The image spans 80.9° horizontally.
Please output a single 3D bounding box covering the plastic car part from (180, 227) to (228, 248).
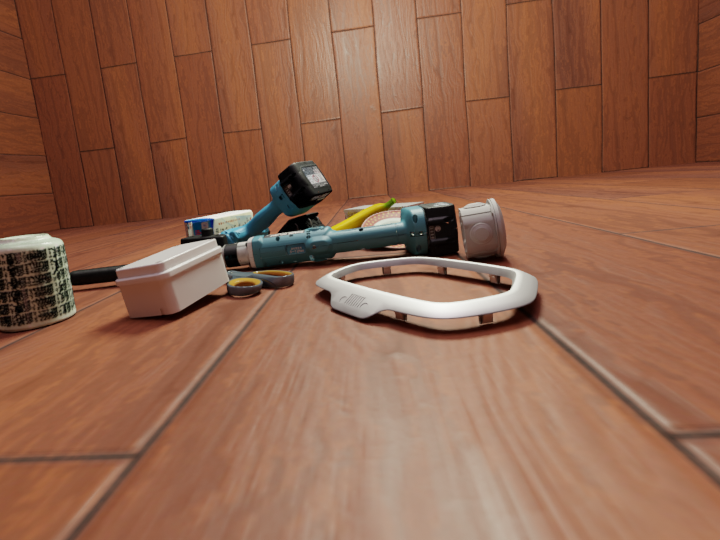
[{"bbox_3d":[-0.281,-0.042,0.770,0.120,0.070,0.065,-5,11,20],"label":"plastic car part"}]

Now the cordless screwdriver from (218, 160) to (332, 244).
[{"bbox_3d":[-0.168,-0.120,0.861,0.253,0.075,0.155,-34,-1,26],"label":"cordless screwdriver"}]

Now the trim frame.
[{"bbox_3d":[0.059,0.015,0.446,0.177,0.027,0.261,-13,16,-33],"label":"trim frame"}]

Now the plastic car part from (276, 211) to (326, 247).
[{"bbox_3d":[-0.112,-0.079,0.864,0.067,0.066,0.202,33,18,-1],"label":"plastic car part"}]

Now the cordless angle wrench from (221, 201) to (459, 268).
[{"bbox_3d":[-0.067,-0.044,0.682,0.427,0.073,0.098,-7,11,6],"label":"cordless angle wrench"}]
